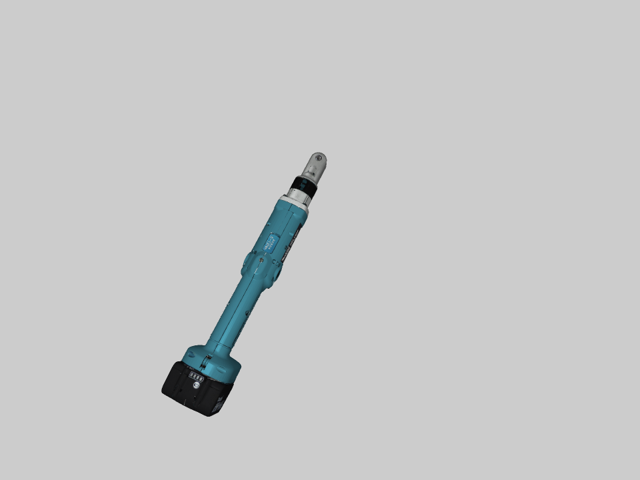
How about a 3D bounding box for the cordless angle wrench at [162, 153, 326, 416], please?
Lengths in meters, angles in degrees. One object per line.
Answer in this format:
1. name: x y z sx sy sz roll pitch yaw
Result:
1. cordless angle wrench: -0.088 0.042 0.638 0.074 0.422 0.098 25 -16 6
